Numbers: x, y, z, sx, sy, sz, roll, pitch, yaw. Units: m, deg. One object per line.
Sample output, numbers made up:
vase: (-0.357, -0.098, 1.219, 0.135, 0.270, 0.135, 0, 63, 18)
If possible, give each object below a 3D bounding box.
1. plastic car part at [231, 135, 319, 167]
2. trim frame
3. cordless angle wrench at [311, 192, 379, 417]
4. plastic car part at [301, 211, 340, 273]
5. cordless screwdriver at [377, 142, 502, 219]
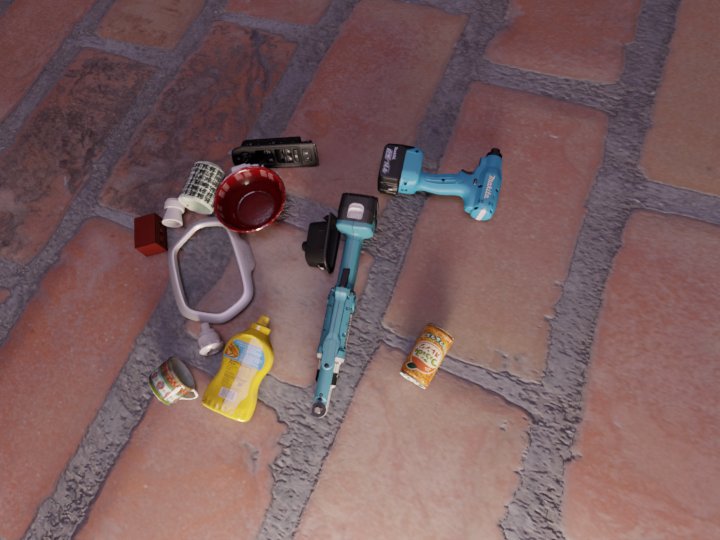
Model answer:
plastic car part: (-0.199, -0.277, 0.974, 0.205, 0.064, 0.069, -4, 60, 7)
trim frame: (-0.320, -0.004, 0.908, 0.184, 0.026, 0.257, -23, 66, 1)
cordless angle wrench: (-0.037, 0.060, 0.813, 0.076, 0.095, 0.427, 9, 75, 9)
plastic car part: (-0.086, -0.056, 0.878, 0.074, 0.063, 0.118, 4, 73, 24)
cordless screwdriver: (0.167, -0.210, 0.886, 0.254, 0.072, 0.160, 16, 72, 10)
